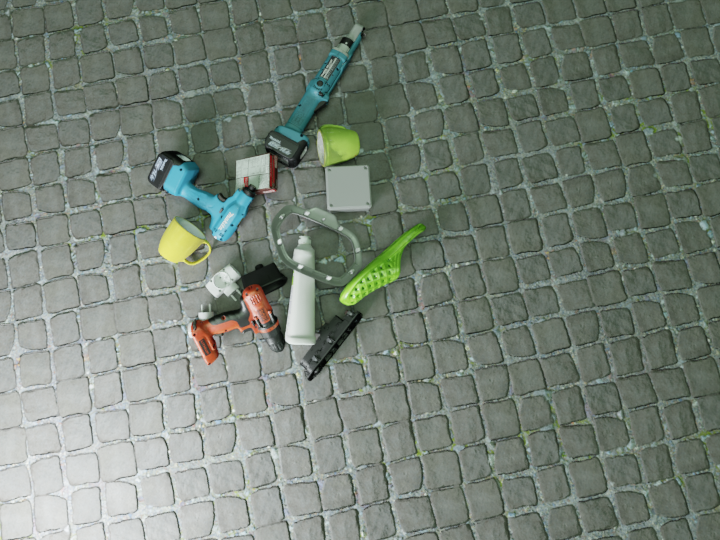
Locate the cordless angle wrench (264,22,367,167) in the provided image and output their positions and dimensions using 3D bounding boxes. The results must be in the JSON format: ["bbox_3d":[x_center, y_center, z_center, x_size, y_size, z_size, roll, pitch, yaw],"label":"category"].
[{"bbox_3d":[-0.103,-0.464,1.085,0.098,0.074,0.423,29,82,1],"label":"cordless angle wrench"}]

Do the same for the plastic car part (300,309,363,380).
[{"bbox_3d":[-0.077,0.171,1.007,0.069,0.065,0.203,33,84,11],"label":"plastic car part"}]

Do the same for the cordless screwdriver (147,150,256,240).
[{"bbox_3d":[-0.380,-0.204,1.029,0.250,0.074,0.159,39,107,2],"label":"cordless screwdriver"}]

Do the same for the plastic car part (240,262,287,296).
[{"bbox_3d":[-0.243,0.021,1.032,0.116,0.064,0.073,-28,72,-7],"label":"plastic car part"}]

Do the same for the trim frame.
[{"bbox_3d":[-0.097,-0.064,0.996,0.240,0.028,0.188,22,55,-20],"label":"trim frame"}]
